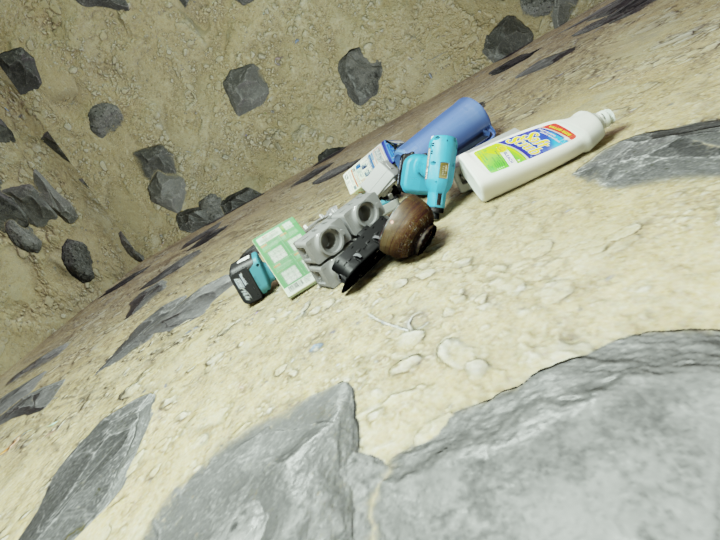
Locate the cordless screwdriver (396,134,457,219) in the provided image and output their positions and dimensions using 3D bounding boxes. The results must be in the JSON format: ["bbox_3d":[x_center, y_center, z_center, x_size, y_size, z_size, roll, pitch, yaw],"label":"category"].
[{"bbox_3d":[0.139,-0.192,0.911,0.074,0.158,0.252,5,7,-7],"label":"cordless screwdriver"}]

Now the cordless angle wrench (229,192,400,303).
[{"bbox_3d":[-0.095,-0.062,0.973,0.421,0.095,0.077,-28,17,-4],"label":"cordless angle wrench"}]

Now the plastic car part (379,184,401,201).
[{"bbox_3d":[0.054,-0.211,1.150,0.071,0.063,0.121,-45,23,2],"label":"plastic car part"}]

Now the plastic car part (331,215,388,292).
[{"bbox_3d":[0.017,-0.044,0.768,0.201,0.068,0.065,-49,-10,-31],"label":"plastic car part"}]

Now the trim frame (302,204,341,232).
[{"bbox_3d":[-0.136,-0.117,1.177,0.182,0.027,0.255,-43,13,-19],"label":"trim frame"}]
